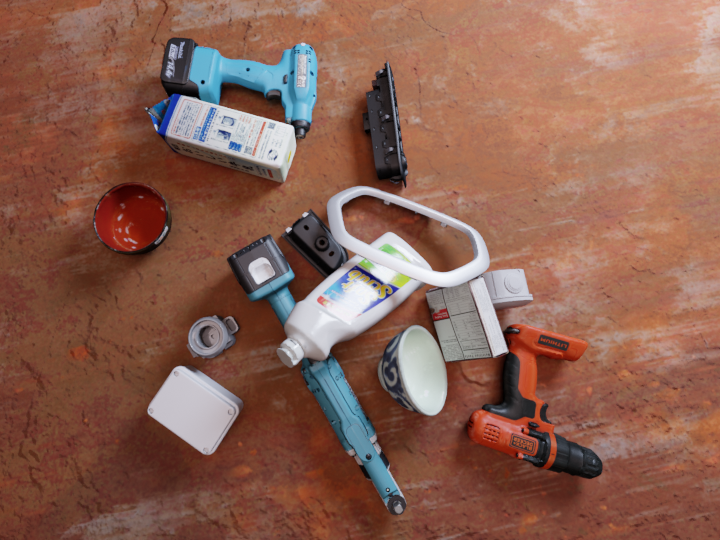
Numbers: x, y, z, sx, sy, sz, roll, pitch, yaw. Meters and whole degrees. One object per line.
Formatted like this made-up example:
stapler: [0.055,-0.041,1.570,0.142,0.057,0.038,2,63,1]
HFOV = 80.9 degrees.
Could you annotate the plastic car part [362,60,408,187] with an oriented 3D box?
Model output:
plastic car part: [0.040,-0.233,0.692,0.068,0.065,0.206,-11,79,6]

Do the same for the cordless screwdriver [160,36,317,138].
cordless screwdriver: [-0.197,-0.300,0.703,0.247,0.074,0.161,1,79,-4]

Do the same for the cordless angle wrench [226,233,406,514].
cordless angle wrench: [-0.055,0.149,0.609,0.074,0.097,0.427,-30,84,-7]

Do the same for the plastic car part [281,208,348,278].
plastic car part: [-0.064,-0.042,0.650,0.066,0.070,0.119,-43,80,-7]

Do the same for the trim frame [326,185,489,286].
trim frame: [0.066,-0.057,0.620,0.255,0.027,0.184,21,44,12]
